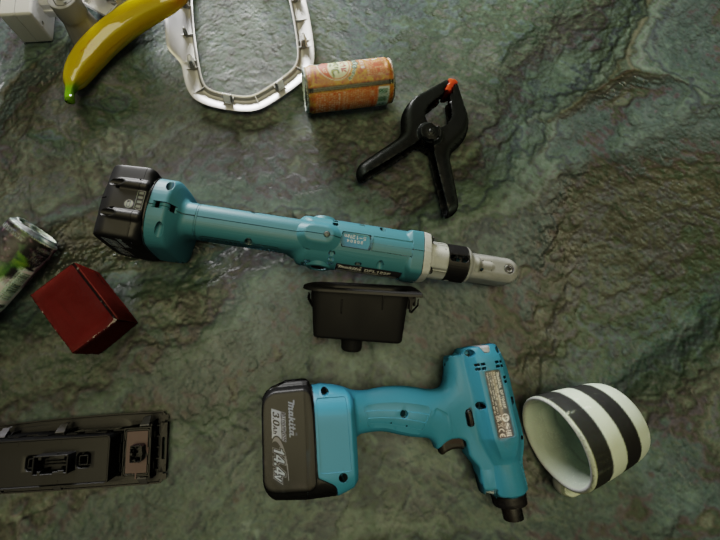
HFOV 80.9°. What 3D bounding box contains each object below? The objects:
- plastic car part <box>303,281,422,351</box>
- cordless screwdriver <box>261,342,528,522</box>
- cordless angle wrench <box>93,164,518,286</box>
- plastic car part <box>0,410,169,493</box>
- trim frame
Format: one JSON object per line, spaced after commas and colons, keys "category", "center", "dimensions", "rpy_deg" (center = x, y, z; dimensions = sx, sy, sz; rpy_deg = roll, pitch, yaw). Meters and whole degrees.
{"category": "plastic car part", "center": [-0.001, 0.048, 0.439], "dimensions": [0.117, 0.066, 0.071], "rpy_deg": [0, 91, 1]}
{"category": "cordless screwdriver", "center": [0.033, 0.166, 0.399], "dimensions": [0.246, 0.074, 0.162], "rpy_deg": [-7, 76, -7]}
{"category": "cordless angle wrench", "center": [-0.043, -0.028, 0.441], "dimensions": [0.421, 0.097, 0.075], "rpy_deg": [9, 74, -3]}
{"category": "plastic car part", "center": [-0.291, 0.178, 0.396], "dimensions": [0.203, 0.066, 0.067], "rpy_deg": [-3, 84, 0]}
{"category": "trim frame", "center": [-0.156, -0.315, 0.544], "dimensions": [0.183, 0.027, 0.252], "rpy_deg": [-9, 77, -3]}
